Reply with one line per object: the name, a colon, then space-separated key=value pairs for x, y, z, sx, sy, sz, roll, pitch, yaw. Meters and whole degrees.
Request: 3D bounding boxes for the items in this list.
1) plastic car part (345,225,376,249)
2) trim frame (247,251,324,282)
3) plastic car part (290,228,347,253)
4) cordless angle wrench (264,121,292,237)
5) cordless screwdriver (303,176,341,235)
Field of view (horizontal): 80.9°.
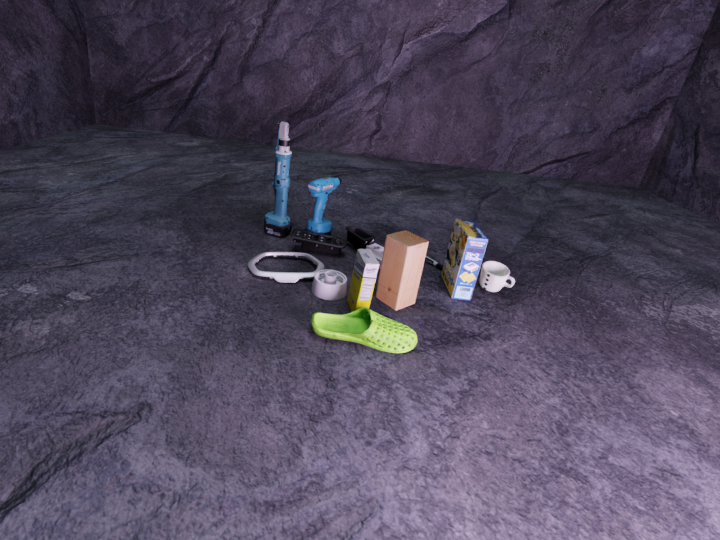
plastic car part: x=-0.008 y=-0.115 z=1.580 sx=0.063 sy=0.069 sz=0.123 roll=-16 pitch=34 yaw=-40
trim frame: x=-0.242 y=-0.016 z=1.378 sx=0.245 sy=0.027 sz=0.191 roll=2 pitch=27 yaw=-10
plastic car part: x=-0.148 y=-0.097 z=1.517 sx=0.203 sy=0.066 sz=0.067 roll=7 pitch=26 yaw=1
cordless angle wrench: x=-0.292 y=-0.331 z=1.558 sx=0.101 sy=0.415 sz=0.073 roll=17 pitch=26 yaw=17
cordless screwdriver: x=-0.137 y=-0.227 z=1.578 sx=0.078 sy=0.244 sz=0.154 roll=24 pitch=29 yaw=29
